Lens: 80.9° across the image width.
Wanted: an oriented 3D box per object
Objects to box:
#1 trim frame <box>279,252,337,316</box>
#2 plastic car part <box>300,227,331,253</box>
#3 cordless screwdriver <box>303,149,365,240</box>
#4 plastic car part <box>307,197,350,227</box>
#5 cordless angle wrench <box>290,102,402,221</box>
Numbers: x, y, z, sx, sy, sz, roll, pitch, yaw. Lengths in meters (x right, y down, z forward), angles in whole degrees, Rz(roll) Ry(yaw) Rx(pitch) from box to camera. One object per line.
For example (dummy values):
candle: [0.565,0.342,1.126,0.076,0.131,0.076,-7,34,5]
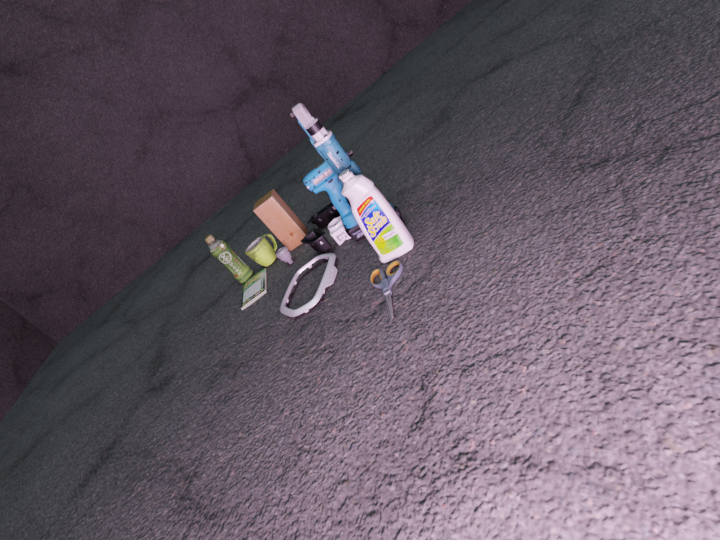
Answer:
trim frame: [-0.148,0.039,1.221,0.190,0.026,0.251,-22,32,32]
plastic car part: [-0.131,-0.086,1.341,0.066,0.068,0.122,-45,26,-11]
cordless screwdriver: [-0.033,-0.218,1.226,0.160,0.239,0.077,-35,23,11]
plastic car part: [-0.098,-0.211,1.491,0.208,0.064,0.067,-26,28,27]
cordless angle wrench: [-0.036,-0.258,1.105,0.100,0.407,0.075,-27,26,28]
